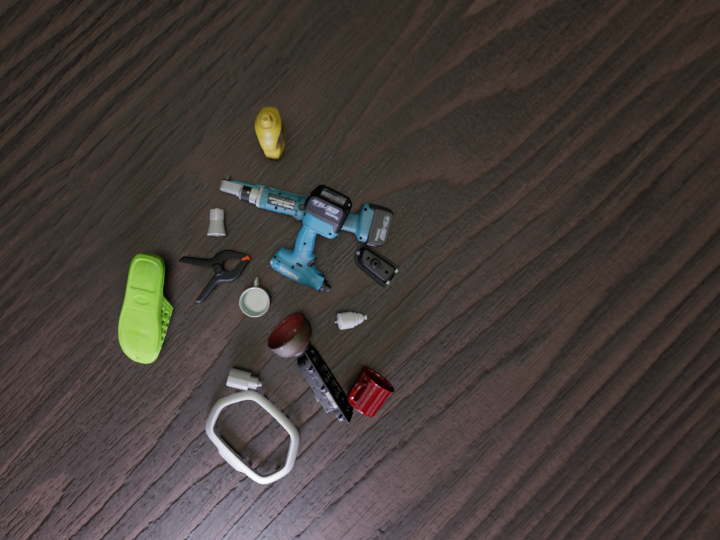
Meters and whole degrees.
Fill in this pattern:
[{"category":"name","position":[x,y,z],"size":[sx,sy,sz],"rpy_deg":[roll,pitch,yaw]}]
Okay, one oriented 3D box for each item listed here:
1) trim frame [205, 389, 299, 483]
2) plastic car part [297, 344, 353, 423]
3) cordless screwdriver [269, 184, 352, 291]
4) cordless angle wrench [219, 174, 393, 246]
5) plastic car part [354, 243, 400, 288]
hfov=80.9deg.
[{"category":"trim frame","position":[-0.264,0.408,1.040],"size":[0.247,0.028,0.184],"rpy_deg":[43,88,-2]},{"category":"plastic car part","position":[-0.091,0.275,1.029],"size":[0.068,0.065,0.202],"rpy_deg":[-27,92,24]},{"category":"cordless screwdriver","position":[-0.095,-0.062,0.975],"size":[0.159,0.075,0.248],"rpy_deg":[32,122,-3]},{"category":"cordless angle wrench","position":[-0.138,-0.153,1.026],"size":[0.424,0.074,0.098],"rpy_deg":[15,90,2]},{"category":"plastic car part","position":[0.038,-0.014,1.023],"size":[0.116,0.071,0.066],"rpy_deg":[37,88,-5]}]
